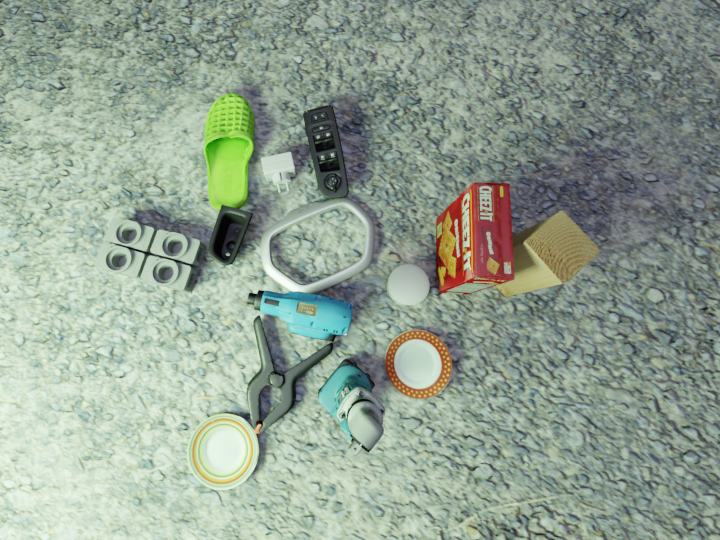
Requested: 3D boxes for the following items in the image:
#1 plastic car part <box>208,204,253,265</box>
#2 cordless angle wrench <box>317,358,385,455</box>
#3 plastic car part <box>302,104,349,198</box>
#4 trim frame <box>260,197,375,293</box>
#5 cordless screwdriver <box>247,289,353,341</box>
[{"bbox_3d":[-0.263,-0.063,0.855,0.066,0.070,0.117,15,78,0],"label":"plastic car part"},{"bbox_3d":[-0.010,0.193,0.618,0.075,0.419,0.098,40,79,2],"label":"cordless angle wrench"},{"bbox_3d":[-0.072,-0.242,0.898,0.066,0.066,0.206,-11,78,-5],"label":"plastic car part"},{"bbox_3d":[-0.086,-0.056,0.875,0.247,0.027,0.188,-25,78,-6],"label":"trim frame"},{"bbox_3d":[-0.102,0.074,0.734,0.159,0.247,0.075,12,79,-2],"label":"cordless screwdriver"}]
